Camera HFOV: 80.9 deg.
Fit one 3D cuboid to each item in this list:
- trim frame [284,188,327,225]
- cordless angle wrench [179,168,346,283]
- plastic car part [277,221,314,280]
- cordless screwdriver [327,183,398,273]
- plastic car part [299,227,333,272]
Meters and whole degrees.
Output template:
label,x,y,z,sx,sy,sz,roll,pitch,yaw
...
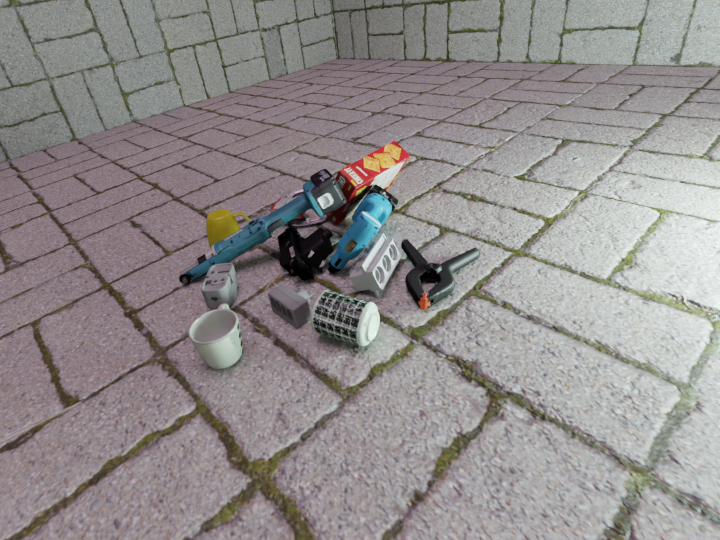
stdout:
label,x,y,z,sx,sy,sz,roll,pitch,yaw
trim frame,-0.147,-0.193,1.213,0.189,0.026,0.251,1,34,13
cordless angle wrench,-0.236,-0.090,0.978,0.423,0.071,0.102,-31,31,1
plastic car part,-0.156,-0.042,0.977,0.068,0.063,0.211,-37,34,13
cordless screwdriver,0.002,-0.097,0.971,0.074,0.160,0.249,36,30,-5
plastic car part,-0.094,-0.061,0.958,0.071,0.063,0.121,-39,28,15
